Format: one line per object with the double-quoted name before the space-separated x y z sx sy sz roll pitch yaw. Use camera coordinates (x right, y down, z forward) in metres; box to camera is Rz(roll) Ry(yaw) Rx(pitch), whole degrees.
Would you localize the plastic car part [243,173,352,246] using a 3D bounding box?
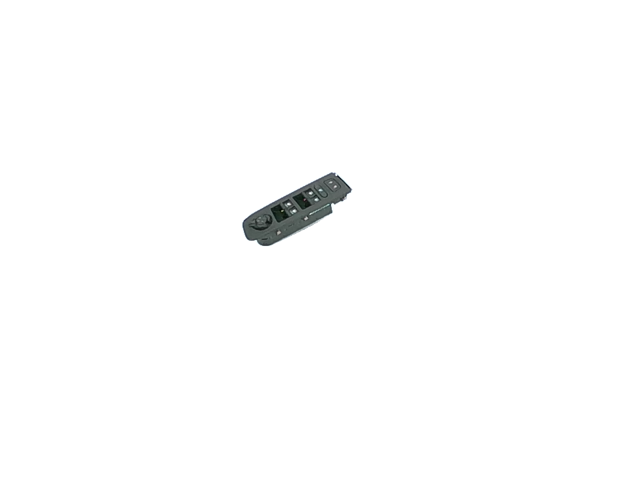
"plastic car part" -0.044 -0.049 0.769 0.202 0.066 0.067 -26 -31 -15
